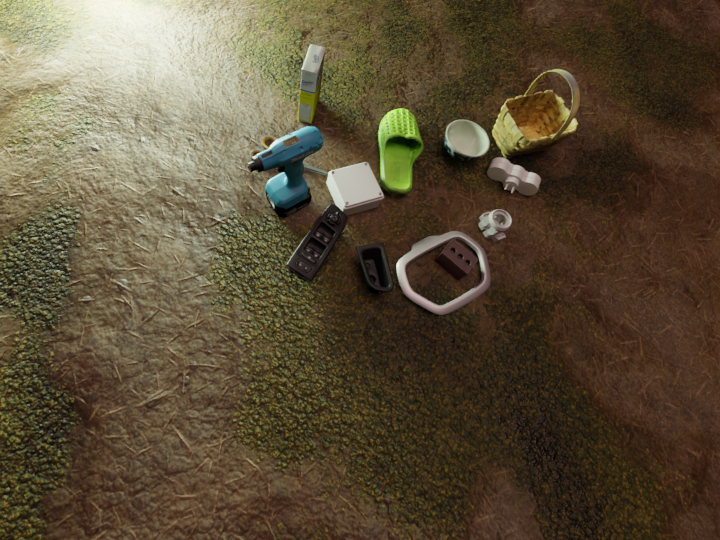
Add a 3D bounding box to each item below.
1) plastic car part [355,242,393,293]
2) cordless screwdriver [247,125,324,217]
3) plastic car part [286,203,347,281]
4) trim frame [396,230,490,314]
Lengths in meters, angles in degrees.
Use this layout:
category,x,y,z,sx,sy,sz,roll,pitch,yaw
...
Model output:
category,x,y,z,sx,sy,sz,roll,pitch,yaw
plastic car part,0.028,0.005,0.955,0.065,0.070,0.120,-9,70,-14
cordless screwdriver,-0.170,-0.200,0.917,0.156,0.247,0.076,-31,79,-21
plastic car part,-0.095,-0.062,0.968,0.067,0.066,0.203,29,66,1
trim frame,0.200,-0.001,1.005,0.244,0.027,0.189,-28,74,-18
